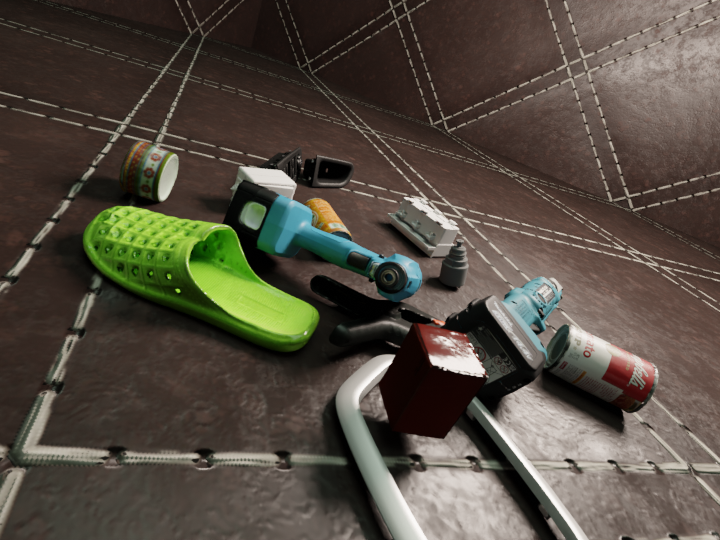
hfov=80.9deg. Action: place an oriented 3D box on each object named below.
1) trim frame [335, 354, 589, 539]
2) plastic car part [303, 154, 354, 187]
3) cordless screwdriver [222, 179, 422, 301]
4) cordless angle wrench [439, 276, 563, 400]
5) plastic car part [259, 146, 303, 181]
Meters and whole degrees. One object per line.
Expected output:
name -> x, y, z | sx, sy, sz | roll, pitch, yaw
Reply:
trim frame -> 0.080, 0.163, 0.352 | 0.176, 0.027, 0.262 | 1, 31, -31
plastic car part -> -0.078, -0.215, 0.911 | 0.075, 0.065, 0.111 | 24, 20, 37
cordless screwdriver -> -0.049, -0.032, 0.501 | 0.256, 0.074, 0.155 | 24, 3, 14
cordless angle wrench -> 0.235, 0.056, 0.601 | 0.406, 0.075, 0.101 | -15, 66, -55
plastic car part -> -0.154, -0.192, 0.816 | 0.068, 0.064, 0.204 | -1, 26, 11
